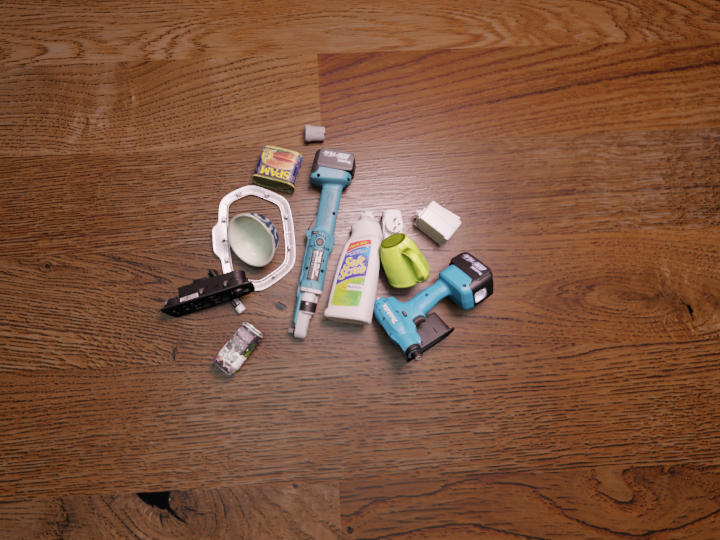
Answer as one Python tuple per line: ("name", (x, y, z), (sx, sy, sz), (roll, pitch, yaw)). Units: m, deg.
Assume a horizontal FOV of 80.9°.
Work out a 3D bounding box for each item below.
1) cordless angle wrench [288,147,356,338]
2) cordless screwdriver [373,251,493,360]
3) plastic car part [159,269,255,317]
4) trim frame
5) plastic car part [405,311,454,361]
("cordless angle wrench", (-0.092, -0.060, 0.942), (0.098, 0.074, 0.426), (10, 80, 0))
("cordless screwdriver", (0.163, 0.074, 0.875), (0.247, 0.071, 0.168), (-28, 44, -6))
("plastic car part", (-0.323, 0.046, 0.908), (0.205, 0.063, 0.069), (-14, 59, 7))
("trim frame", (-0.244, -0.078, 0.966), (0.184, 0.027, 0.252), (-7, 79, -1))
("plastic car part", (0.132, 0.133, 0.906), (0.115, 0.064, 0.074), (-34, 68, -12))
